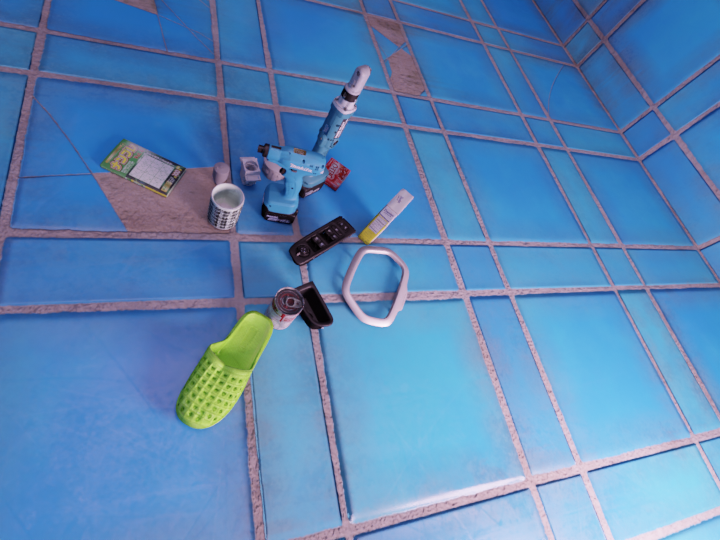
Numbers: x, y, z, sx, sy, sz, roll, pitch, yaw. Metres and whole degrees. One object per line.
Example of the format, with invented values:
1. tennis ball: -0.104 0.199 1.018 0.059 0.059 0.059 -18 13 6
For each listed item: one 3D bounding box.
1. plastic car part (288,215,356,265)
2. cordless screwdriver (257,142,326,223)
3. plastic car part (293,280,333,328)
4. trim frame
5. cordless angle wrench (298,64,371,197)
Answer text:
1. plastic car part: -0.109 -0.072 1.120 0.198 0.067 0.068 -34 80 -35
2. cordless screwdriver: -0.201 -0.219 1.059 0.154 0.250 0.076 13 59 -19
3. plastic car part: -0.121 0.096 1.010 0.064 0.071 0.120 -21 71 -33
4. trim frame: 0.046 0.037 1.143 0.182 0.027 0.250 27 54 -5
5. cordless angle wrench: -0.080 -0.343 1.076 0.096 0.425 0.076 -33 82 -36
